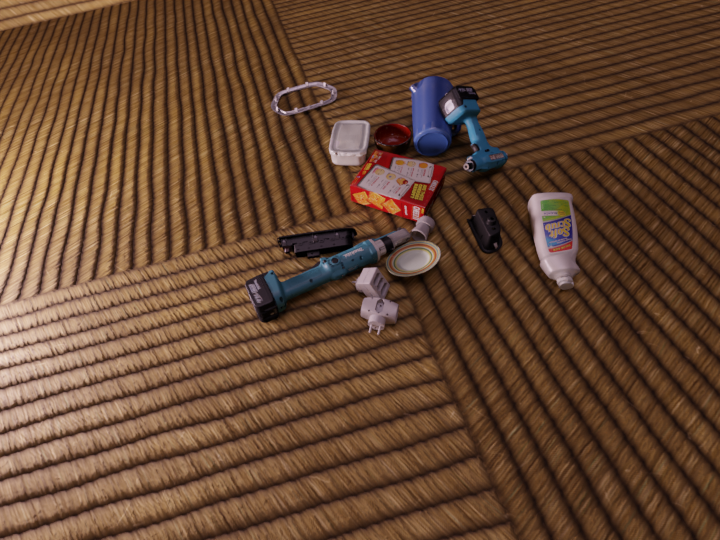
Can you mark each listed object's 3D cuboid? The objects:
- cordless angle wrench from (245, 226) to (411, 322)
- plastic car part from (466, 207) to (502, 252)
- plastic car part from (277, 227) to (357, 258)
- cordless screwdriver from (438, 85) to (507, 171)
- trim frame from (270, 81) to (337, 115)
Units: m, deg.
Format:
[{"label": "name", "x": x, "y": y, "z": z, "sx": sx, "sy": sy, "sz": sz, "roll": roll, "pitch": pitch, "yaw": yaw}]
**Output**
[{"label": "cordless angle wrench", "x": -0.062, "y": -0.008, "z": 1.014, "sx": 0.417, "sy": 0.072, "sz": 0.103, "roll": -24, "pitch": 54, "yaw": -13}, {"label": "plastic car part", "x": 0.313, "y": -0.109, "z": 1.033, "sx": 0.066, "sy": 0.068, "sz": 0.121, "roll": -9, "pitch": 49, "yaw": 0}, {"label": "plastic car part", "x": -0.104, "y": -0.068, "z": 1.068, "sx": 0.203, "sy": 0.064, "sz": 0.069, "roll": -12, "pitch": 62, "yaw": -1}, {"label": "cordless screwdriver", "x": 0.297, "y": -0.385, "z": 1.170, "sx": 0.154, "sy": 0.076, "sz": 0.253, "roll": -18, "pitch": 79, "yaw": -33}, {"label": "trim frame", "x": -0.205, "y": -0.627, "z": 1.533, "sx": 0.246, "sy": 0.026, "sz": 0.193, "roll": -18, "pitch": 53, "yaw": -8}]
